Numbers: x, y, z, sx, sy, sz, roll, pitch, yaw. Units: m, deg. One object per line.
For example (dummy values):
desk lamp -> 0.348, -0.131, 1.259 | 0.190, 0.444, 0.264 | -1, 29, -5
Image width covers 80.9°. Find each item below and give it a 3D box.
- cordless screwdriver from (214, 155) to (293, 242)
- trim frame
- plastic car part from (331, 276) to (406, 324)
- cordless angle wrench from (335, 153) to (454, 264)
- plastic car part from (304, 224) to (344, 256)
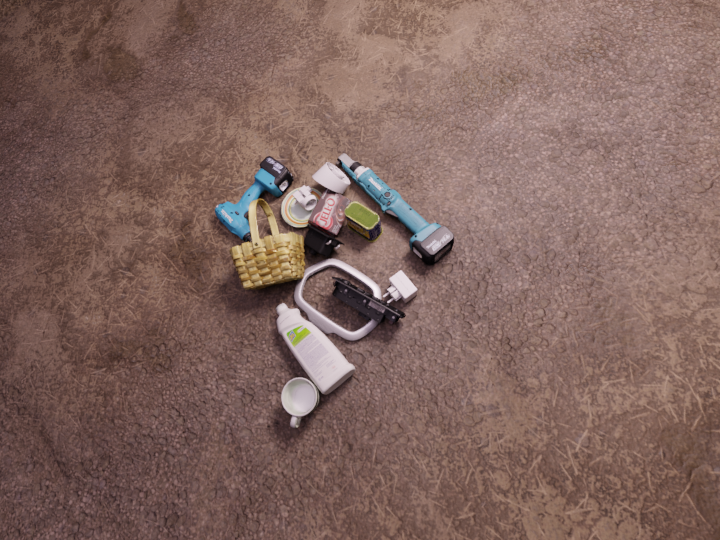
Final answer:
cordless screwdriver -> -0.299, -0.207, 1.250 | 0.248, 0.071, 0.166 | -46, 68, -3
trim frame -> -0.060, 0.074, 1.112 | 0.258, 0.026, 0.184 | 31, 78, 19
plastic car part -> 0.009, 0.079, 1.057 | 0.211, 0.064, 0.067 | 33, 104, 20
cordless angle wrench -> 0.076, -0.194, 1.165 | 0.098, 0.071, 0.442 | -39, 64, -5
plastic car part -> -0.113, -0.074, 1.158 | 0.123, 0.062, 0.071 | 27, 90, 45
